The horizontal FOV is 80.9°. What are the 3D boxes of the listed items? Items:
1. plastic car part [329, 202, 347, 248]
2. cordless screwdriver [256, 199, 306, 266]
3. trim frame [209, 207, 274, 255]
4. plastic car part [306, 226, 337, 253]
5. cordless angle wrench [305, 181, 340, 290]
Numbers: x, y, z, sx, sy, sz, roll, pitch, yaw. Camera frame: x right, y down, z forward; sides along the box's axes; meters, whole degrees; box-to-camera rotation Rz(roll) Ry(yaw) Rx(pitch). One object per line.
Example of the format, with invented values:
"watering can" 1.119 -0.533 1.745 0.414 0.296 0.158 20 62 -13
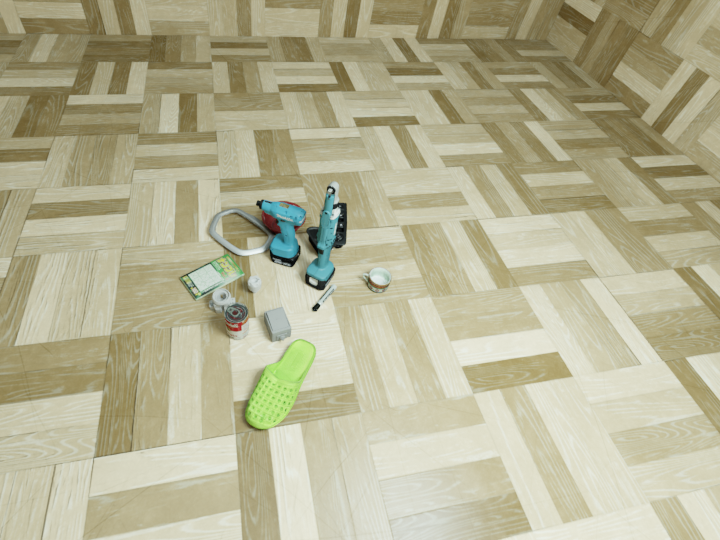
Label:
"plastic car part" -0.084 -0.160 1.548 0.066 0.065 0.209 3 50 -7
"cordless screwdriver" -0.264 -0.126 1.381 0.162 0.243 0.075 20 50 6
"trim frame" -0.426 -0.140 1.516 0.258 0.027 0.182 32 53 19
"plastic car part" -0.145 -0.095 1.483 0.064 0.069 0.122 -24 57 -26
"cordless angle wrench" -0.104 -0.100 1.266 0.076 0.414 0.098 26 51 10
